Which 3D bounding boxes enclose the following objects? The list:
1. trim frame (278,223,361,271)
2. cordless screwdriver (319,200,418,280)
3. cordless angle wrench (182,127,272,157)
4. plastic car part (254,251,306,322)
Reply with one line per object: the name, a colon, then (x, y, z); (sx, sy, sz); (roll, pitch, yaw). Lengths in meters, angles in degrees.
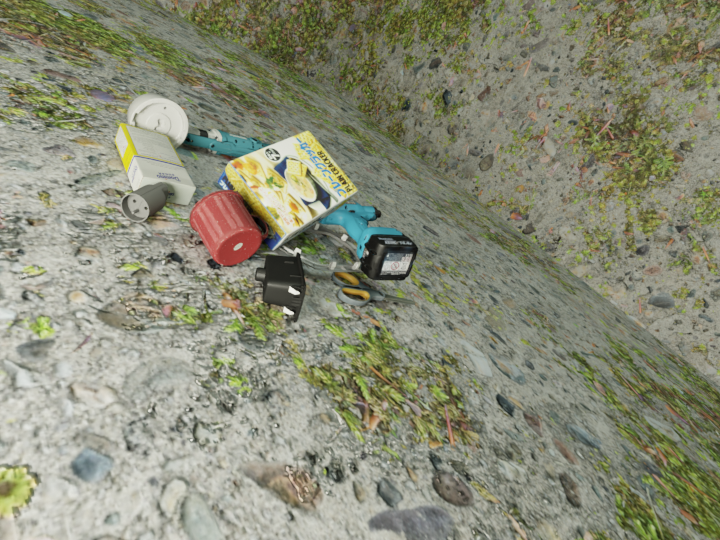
trim frame: (-0.082, -0.054, 0.840); (0.237, 0.027, 0.194); (-2, 34, -49)
cordless screwdriver: (0.026, -0.076, 0.861); (0.153, 0.073, 0.263); (-2, 31, -31)
cordless angle wrench: (-0.270, -0.299, 1.046); (0.403, 0.074, 0.103); (-3, 42, -49)
plastic car part: (-0.125, 0.014, 0.644); (0.069, 0.065, 0.122); (8, 29, -20)
